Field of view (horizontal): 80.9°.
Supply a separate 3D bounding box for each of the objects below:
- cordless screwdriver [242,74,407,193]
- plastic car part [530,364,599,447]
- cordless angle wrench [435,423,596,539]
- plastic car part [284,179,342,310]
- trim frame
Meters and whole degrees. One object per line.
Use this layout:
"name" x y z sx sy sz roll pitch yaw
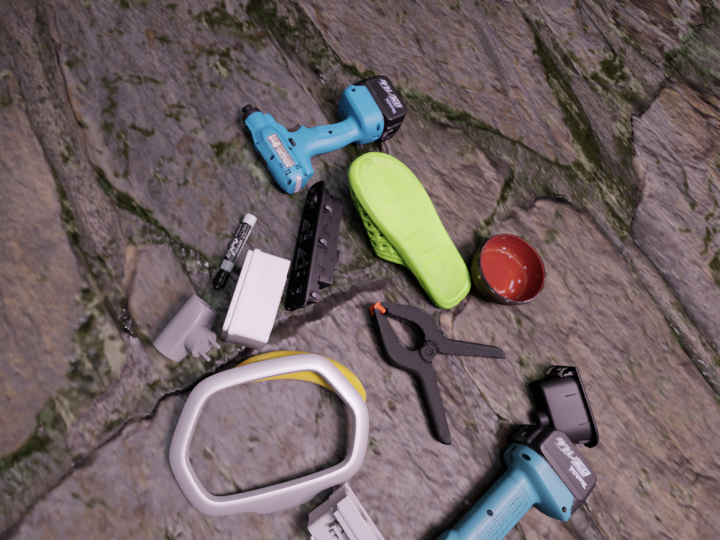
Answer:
"cordless screwdriver" -0.060 -0.245 0.692 0.245 0.074 0.162 -31 80 -16
"plastic car part" 0.289 0.204 0.618 0.071 0.065 0.118 -9 77 -1
"cordless angle wrench" 0.116 0.360 0.517 0.417 0.074 0.099 -36 84 -19
"plastic car part" -0.061 -0.040 0.624 0.065 0.067 0.206 11 69 -22
"trim frame" -0.110 0.205 0.526 0.245 0.028 0.185 -12 84 -11
